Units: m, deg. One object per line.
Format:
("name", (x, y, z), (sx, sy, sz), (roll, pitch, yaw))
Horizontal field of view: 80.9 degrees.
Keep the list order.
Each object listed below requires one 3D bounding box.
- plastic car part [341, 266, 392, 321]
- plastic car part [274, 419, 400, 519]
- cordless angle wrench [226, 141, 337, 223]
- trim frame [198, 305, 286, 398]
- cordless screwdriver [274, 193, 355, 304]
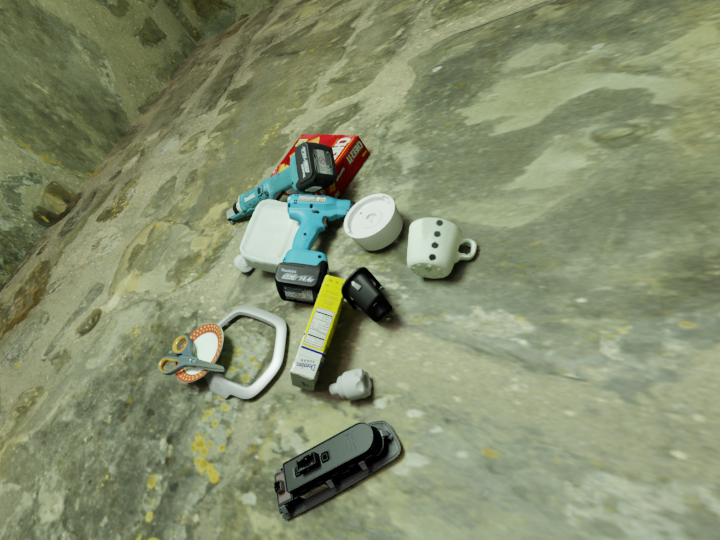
("plastic car part", (0.017, 0.048, 0.690), (0.066, 0.111, 0.074), (-42, 65, -2))
("plastic car part", (-0.044, 0.264, 0.587), (0.205, 0.064, 0.069), (-30, 35, 10))
("cordless angle wrench", (-0.226, -0.193, 1.042), (0.439, 0.071, 0.099), (-14, 81, 46))
("trim frame", (-0.240, 0.160, 0.846), (0.262, 0.026, 0.184), (10, 62, 40))
("cordless screwdriver", (-0.084, -0.055, 0.859), (0.161, 0.072, 0.255), (2, 55, 4))
